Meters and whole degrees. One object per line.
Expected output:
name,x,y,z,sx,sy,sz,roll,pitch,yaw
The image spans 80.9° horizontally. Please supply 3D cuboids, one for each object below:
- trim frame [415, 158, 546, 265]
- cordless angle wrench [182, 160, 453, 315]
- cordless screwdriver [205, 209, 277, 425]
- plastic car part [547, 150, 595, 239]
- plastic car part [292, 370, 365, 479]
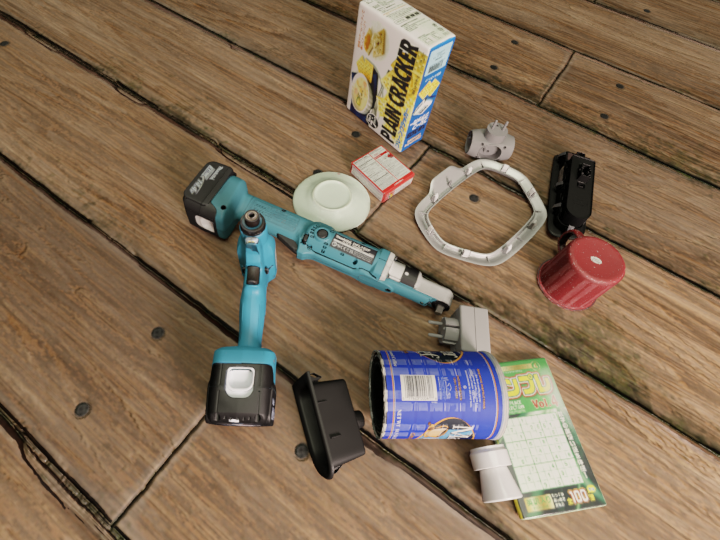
trim frame,0.206,-0.108,0.721,0.245,0.027,0.191,-38,67,-21
cordless angle wrench,-0.063,-0.041,0.641,0.429,0.073,0.098,24,60,8
cordless screwdriver,-0.138,0.058,0.524,0.074,0.156,0.255,2,61,-7
plastic car part,0.373,-0.139,0.732,0.066,0.066,0.204,24,63,-1
plastic car part,-0.032,0.182,0.517,0.068,0.066,0.121,-9,63,-28
